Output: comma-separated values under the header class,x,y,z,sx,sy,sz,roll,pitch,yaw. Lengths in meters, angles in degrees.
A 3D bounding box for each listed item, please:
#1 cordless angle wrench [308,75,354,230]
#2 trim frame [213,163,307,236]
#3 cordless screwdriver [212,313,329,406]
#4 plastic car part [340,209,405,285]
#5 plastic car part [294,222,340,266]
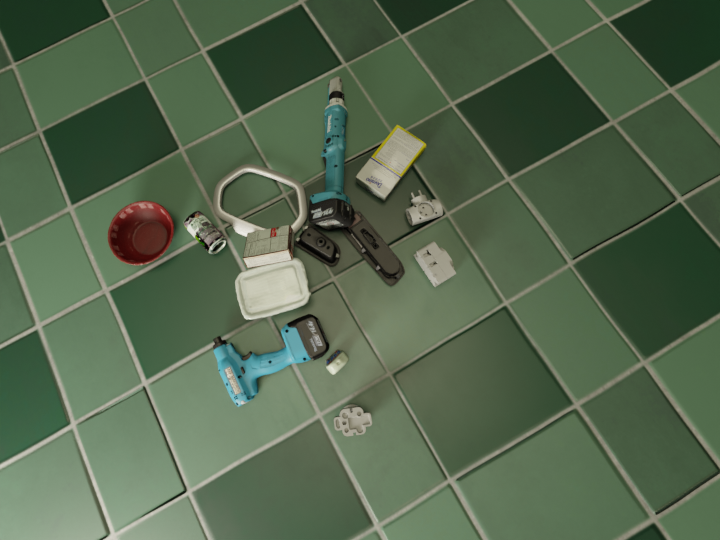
class,x,y,z,sx,sy,sz,roll,pitch,yaw
cordless angle wrench,-0.066,-0.311,1.060,0.102,0.070,0.431,-12,67,34
trim frame,-0.251,-0.170,1.061,0.251,0.027,0.185,20,77,6
cordless screwdriver,-0.204,0.173,0.948,0.248,0.073,0.163,-30,77,-1
plastic car part,0.033,-0.059,1.002,0.066,0.066,0.207,-35,80,-14
plastic car part,-0.098,-0.064,1.003,0.119,0.069,0.066,33,81,12
